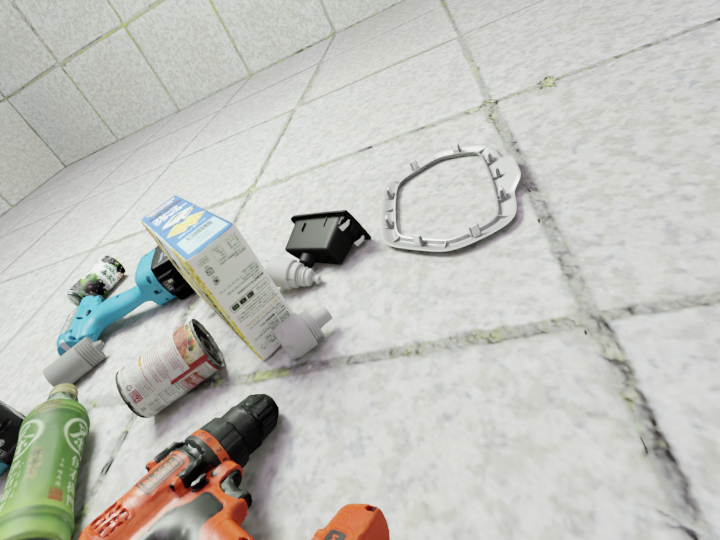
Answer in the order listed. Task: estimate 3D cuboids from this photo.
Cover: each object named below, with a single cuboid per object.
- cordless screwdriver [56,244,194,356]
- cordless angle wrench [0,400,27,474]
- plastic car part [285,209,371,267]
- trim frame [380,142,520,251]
[{"bbox_3d":[-0.387,0.033,0.715,0.249,0.071,0.167,-33,34,1],"label":"cordless screwdriver"},{"bbox_3d":[-0.552,0.342,0.451,0.103,0.071,0.423,2,48,38],"label":"cordless angle wrench"},{"bbox_3d":[-0.057,-0.037,0.581,0.122,0.062,0.071,-1,57,40],"label":"plastic car part"},{"bbox_3d":[0.113,-0.107,0.567,0.189,0.026,0.253,-14,36,20],"label":"trim frame"}]
